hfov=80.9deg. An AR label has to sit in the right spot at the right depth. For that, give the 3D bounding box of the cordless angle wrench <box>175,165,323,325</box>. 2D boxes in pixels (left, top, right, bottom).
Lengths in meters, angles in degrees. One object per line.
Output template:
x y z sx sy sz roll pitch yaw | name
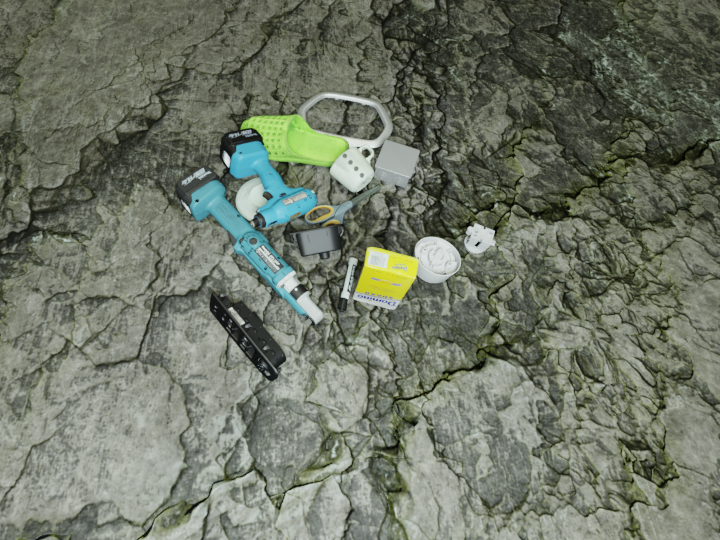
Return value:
-0.227 -0.050 0.890 0.097 0.073 0.435 -39 74 -21 | cordless angle wrench

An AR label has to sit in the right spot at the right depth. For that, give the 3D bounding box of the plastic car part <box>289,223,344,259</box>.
-0.088 -0.058 0.901 0.116 0.066 0.071 -8 91 -2 | plastic car part

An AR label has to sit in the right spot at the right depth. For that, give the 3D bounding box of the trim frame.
-0.041 -0.386 1.089 0.249 0.027 0.187 11 62 1 | trim frame

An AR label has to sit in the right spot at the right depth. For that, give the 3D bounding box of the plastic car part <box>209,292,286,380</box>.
-0.212 0.123 0.812 0.065 0.066 0.210 -22 63 -43 | plastic car part

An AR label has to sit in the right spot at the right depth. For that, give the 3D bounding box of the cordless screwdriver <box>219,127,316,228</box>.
-0.228 -0.199 0.927 0.155 0.074 0.257 -29 68 -34 | cordless screwdriver
